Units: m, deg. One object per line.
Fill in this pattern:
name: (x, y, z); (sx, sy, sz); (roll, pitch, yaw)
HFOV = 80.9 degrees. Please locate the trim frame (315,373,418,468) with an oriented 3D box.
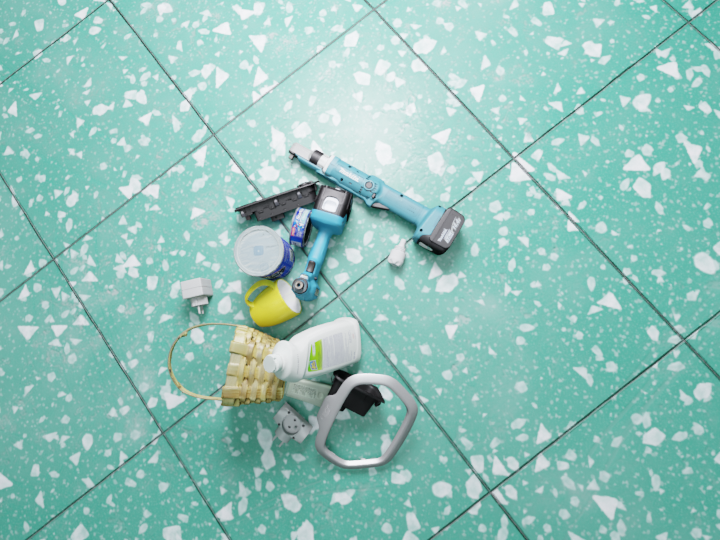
trim frame: (0.007, 0.307, 0.849); (0.182, 0.028, 0.246); (21, 111, -6)

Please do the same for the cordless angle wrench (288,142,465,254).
cordless angle wrench: (0.020, -0.180, 0.945); (0.433, 0.072, 0.098); (31, 86, 12)

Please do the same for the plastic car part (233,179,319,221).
plastic car part: (-0.182, -0.154, 0.965); (0.203, 0.066, 0.067); (-23, 92, 2)

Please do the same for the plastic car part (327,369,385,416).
plastic car part: (-0.020, 0.258, 0.870); (0.114, 0.067, 0.071); (26, 94, -12)

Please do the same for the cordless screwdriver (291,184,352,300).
cordless screwdriver: (-0.087, -0.057, 0.893); (0.075, 0.157, 0.249); (17, 83, 3)
